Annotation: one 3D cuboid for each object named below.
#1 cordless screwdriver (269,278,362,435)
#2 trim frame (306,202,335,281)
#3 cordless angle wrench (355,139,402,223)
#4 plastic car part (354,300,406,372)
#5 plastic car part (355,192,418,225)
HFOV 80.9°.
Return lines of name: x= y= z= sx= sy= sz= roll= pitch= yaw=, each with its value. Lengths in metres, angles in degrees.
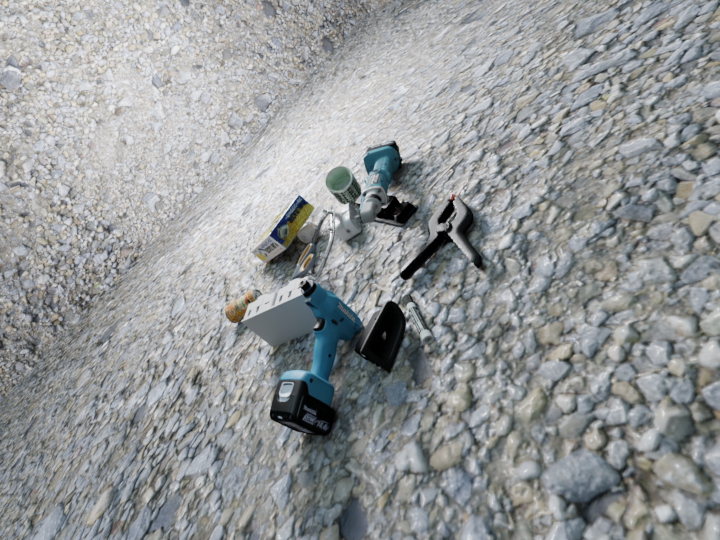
cordless screwdriver: x=-0.087 y=0.147 z=0.752 sx=0.077 sy=0.151 sz=0.251 roll=-16 pitch=42 yaw=40
trim frame: x=-0.107 y=-0.070 z=1.094 sx=0.257 sy=0.027 sz=0.183 roll=-96 pitch=29 yaw=-49
cordless angle wrench: x=0.041 y=-0.214 z=1.016 sx=0.100 sy=0.072 sz=0.428 roll=-13 pitch=29 yaw=16
plastic car part: x=0.030 y=0.116 z=0.754 sx=0.073 sy=0.064 sz=0.117 roll=-28 pitch=28 yaw=51
plastic car part: x=0.048 y=-0.160 z=1.055 sx=0.066 sy=0.064 sz=0.213 roll=-56 pitch=30 yaw=-8
